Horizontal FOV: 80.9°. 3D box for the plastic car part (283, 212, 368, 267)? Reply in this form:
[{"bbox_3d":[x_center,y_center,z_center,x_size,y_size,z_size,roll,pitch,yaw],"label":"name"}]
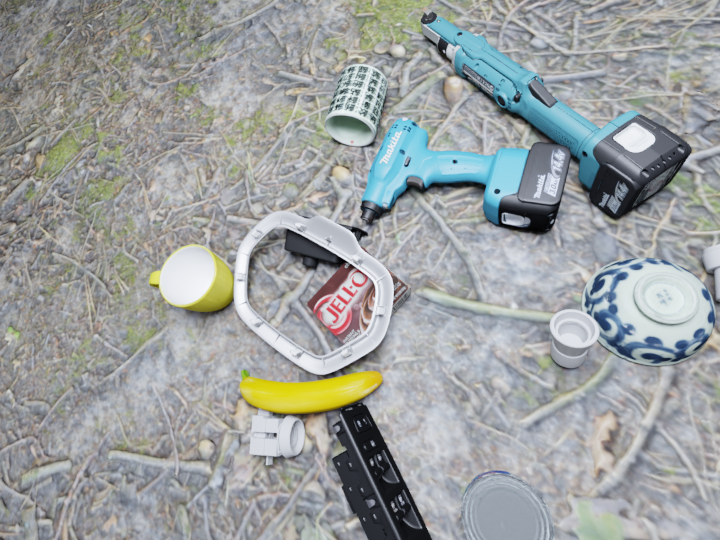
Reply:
[{"bbox_3d":[-0.059,-0.039,0.603,0.121,0.063,0.071,11,88,24],"label":"plastic car part"}]

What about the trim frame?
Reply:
[{"bbox_3d":[-0.074,0.020,0.556,0.261,0.026,0.184,31,93,28],"label":"trim frame"}]

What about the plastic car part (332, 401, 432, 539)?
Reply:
[{"bbox_3d":[0.021,0.255,0.462,0.067,0.063,0.212,-39,64,10],"label":"plastic car part"}]

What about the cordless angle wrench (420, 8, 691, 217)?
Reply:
[{"bbox_3d":[0.217,-0.249,0.581,0.074,0.093,0.443,-36,60,1],"label":"cordless angle wrench"}]

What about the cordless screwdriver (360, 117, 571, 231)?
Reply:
[{"bbox_3d":[0.126,-0.110,0.561,0.260,0.071,0.159,20,78,26],"label":"cordless screwdriver"}]
